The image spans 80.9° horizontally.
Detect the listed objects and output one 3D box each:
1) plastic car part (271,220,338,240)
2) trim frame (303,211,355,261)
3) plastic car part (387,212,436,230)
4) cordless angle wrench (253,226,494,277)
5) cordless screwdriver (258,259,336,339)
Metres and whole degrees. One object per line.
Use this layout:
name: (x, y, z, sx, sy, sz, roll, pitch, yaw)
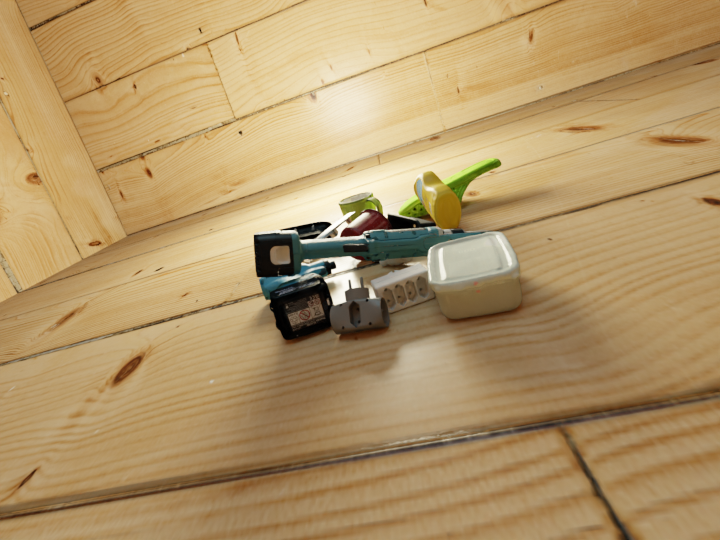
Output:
plastic car part: (-0.163, -0.088, 1.152, 0.209, 0.064, 0.068, -12, 29, 21)
trim frame: (-0.094, -0.062, 0.964, 0.187, 0.027, 0.246, -35, 8, 33)
plastic car part: (0.117, -0.090, 0.914, 0.068, 0.065, 0.122, -12, 16, -29)
cordless angle wrench: (0.029, -0.044, 0.739, 0.420, 0.074, 0.099, -4, 7, -5)
cordless screwdriver: (-0.096, 0.032, 0.761, 0.157, 0.073, 0.257, -20, 15, -11)
